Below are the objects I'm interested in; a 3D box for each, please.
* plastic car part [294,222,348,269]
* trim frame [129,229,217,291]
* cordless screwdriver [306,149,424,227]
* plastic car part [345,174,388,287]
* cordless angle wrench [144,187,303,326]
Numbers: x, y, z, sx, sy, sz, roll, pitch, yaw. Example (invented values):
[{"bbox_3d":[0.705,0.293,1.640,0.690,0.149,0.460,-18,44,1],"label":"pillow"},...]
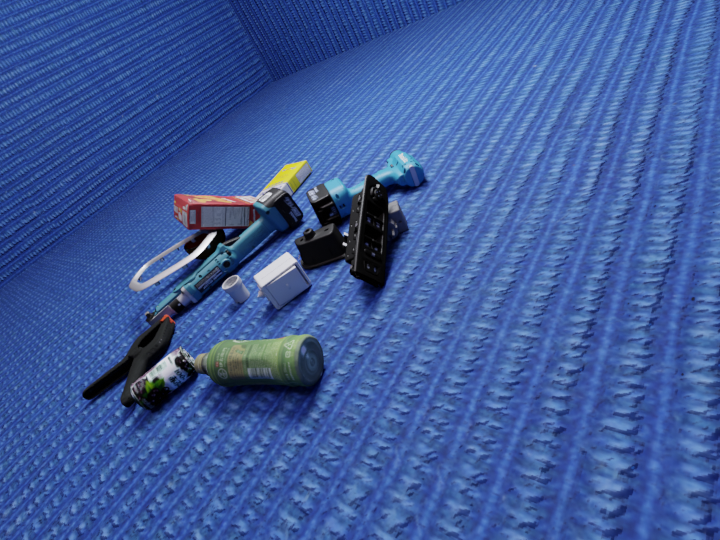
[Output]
[{"bbox_3d":[-0.080,-0.053,0.822,0.119,0.068,0.067,-17,32,17],"label":"plastic car part"},{"bbox_3d":[-0.450,-0.028,1.018,0.249,0.026,0.192,-33,31,1],"label":"trim frame"},{"bbox_3d":[0.004,-0.193,0.941,0.250,0.071,0.165,-24,32,5],"label":"cordless screwdriver"},{"bbox_3d":[0.010,-0.068,0.722,0.069,0.063,0.206,-27,47,52],"label":"plastic car part"},{"bbox_3d":[-0.316,-0.024,0.974,0.420,0.093,0.078,-45,33,-12],"label":"cordless angle wrench"}]
